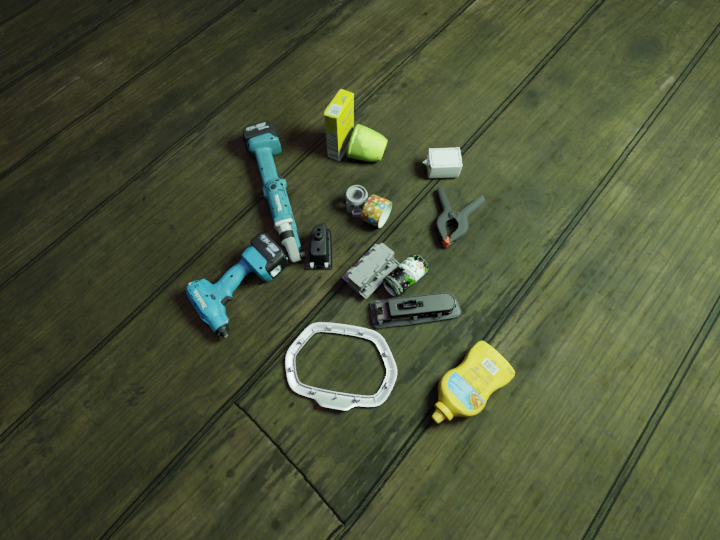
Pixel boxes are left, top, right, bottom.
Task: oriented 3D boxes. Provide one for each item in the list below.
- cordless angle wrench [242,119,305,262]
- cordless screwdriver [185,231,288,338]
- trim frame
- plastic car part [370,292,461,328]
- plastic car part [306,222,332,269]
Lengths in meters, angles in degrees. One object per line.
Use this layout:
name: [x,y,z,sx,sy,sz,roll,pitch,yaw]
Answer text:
cordless angle wrench: [-0.226,-0.211,1.127,0.097,0.072,0.437,-17,67,-4]
cordless screwdriver: [-0.282,0.034,1.014,0.247,0.072,0.165,-38,68,-9]
trim frame: [-0.045,0.209,0.934,0.252,0.027,0.187,8,67,7]
plastic car part: [0.127,0.081,0.962,0.203,0.065,0.068,-5,59,-1]
plastic car part: [-0.102,-0.067,1.045,0.066,0.069,0.119,0,68,1]
